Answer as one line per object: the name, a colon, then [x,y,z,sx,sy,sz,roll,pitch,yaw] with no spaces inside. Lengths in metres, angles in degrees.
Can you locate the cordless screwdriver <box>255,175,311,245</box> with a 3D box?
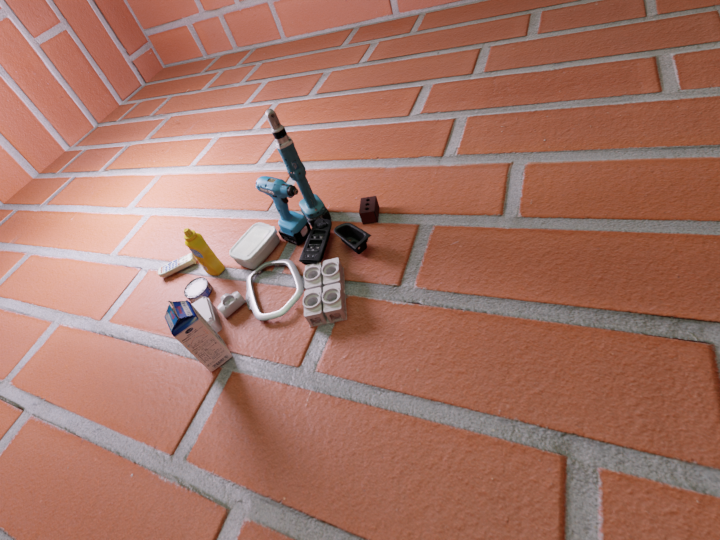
cordless screwdriver: [-0.223,-0.187,1.333,0.168,0.237,0.074,20,58,35]

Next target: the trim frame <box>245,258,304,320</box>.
trim frame: [-0.266,0.053,1.280,0.184,0.026,0.262,-28,44,-3]

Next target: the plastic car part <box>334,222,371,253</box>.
plastic car part: [-0.022,-0.091,1.277,0.065,0.067,0.123,-40,46,-16]

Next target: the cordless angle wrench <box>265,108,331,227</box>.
cordless angle wrench: [-0.200,-0.312,1.320,0.074,0.403,0.103,-30,44,-8]

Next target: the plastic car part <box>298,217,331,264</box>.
plastic car part: [-0.129,-0.084,1.321,0.068,0.064,0.207,-5,48,19]
